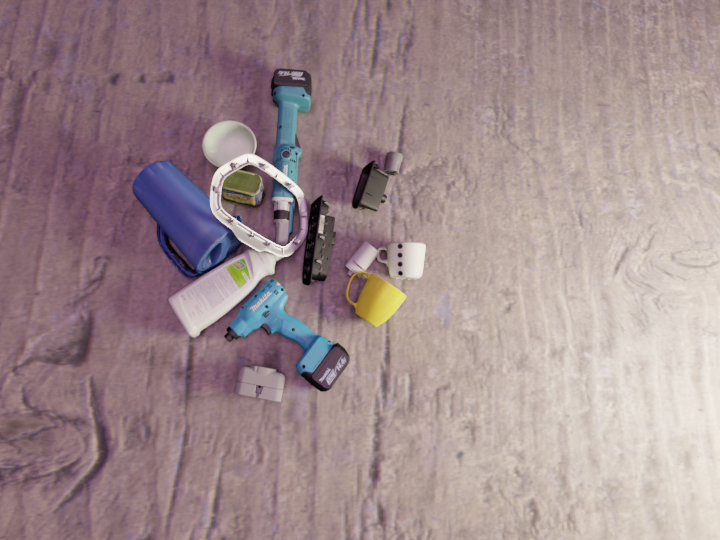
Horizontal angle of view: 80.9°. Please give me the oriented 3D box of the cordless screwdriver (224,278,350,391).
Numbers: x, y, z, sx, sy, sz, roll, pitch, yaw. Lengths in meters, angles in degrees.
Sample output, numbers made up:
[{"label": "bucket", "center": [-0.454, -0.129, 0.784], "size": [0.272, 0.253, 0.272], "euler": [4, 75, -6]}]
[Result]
[{"label": "cordless screwdriver", "center": [-0.152, 0.153, 0.879], "size": [0.254, 0.073, 0.158], "euler": [41, 77, 10]}]

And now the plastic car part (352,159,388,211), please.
[{"label": "plastic car part", "center": [0.029, -0.186, 0.988], "size": [0.069, 0.067, 0.117], "euler": [18, 78, -17]}]

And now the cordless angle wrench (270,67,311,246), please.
[{"label": "cordless angle wrench", "center": [-0.172, -0.262, 0.986], "size": [0.097, 0.074, 0.428], "euler": [3, 78, -6]}]

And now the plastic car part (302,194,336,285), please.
[{"label": "plastic car part", "center": [-0.093, -0.061, 0.947], "size": [0.064, 0.069, 0.205], "euler": [19, 72, -29]}]

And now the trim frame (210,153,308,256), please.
[{"label": "trim frame", "center": [-0.200, -0.132, 0.882], "size": [0.235, 0.029, 0.185], "euler": [35, 65, -37]}]
